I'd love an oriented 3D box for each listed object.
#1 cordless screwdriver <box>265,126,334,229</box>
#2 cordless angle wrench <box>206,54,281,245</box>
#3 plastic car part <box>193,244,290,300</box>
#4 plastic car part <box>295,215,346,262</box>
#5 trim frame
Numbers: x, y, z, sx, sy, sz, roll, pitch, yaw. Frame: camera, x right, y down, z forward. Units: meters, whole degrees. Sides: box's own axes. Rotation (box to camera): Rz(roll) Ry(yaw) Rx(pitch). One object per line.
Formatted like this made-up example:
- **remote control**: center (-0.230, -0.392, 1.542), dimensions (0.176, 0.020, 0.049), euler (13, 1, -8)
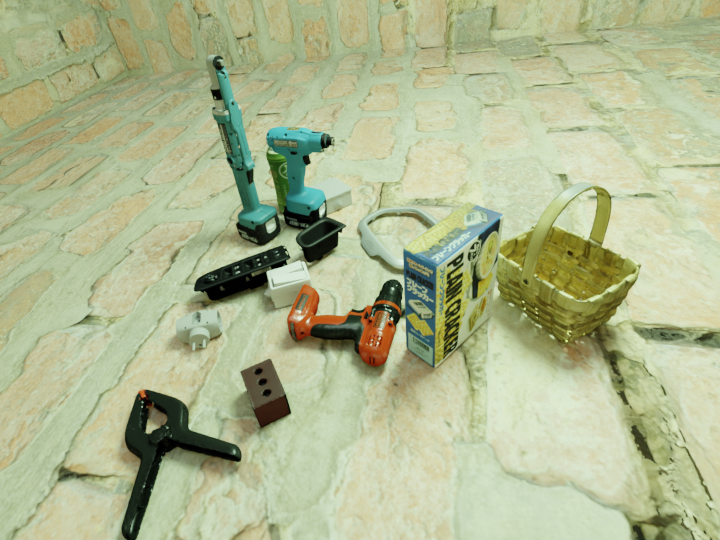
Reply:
- **cordless screwdriver**: center (-0.123, -0.213, 0.987), dimensions (0.166, 0.239, 0.074), euler (12, 41, 23)
- **cordless angle wrench**: center (-0.266, -0.250, 0.931), dimensions (0.103, 0.407, 0.073), euler (21, 45, 32)
- **plastic car part**: center (-0.243, 0.010, 0.878), dimensions (0.201, 0.064, 0.070), euler (-17, 39, -9)
- **plastic car part**: center (-0.091, -0.059, 0.927), dimensions (0.070, 0.068, 0.114), euler (25, 49, 35)
- **trim frame**: center (0.094, -0.081, 0.946), dimensions (0.181, 0.026, 0.262), euler (-20, 39, -12)
